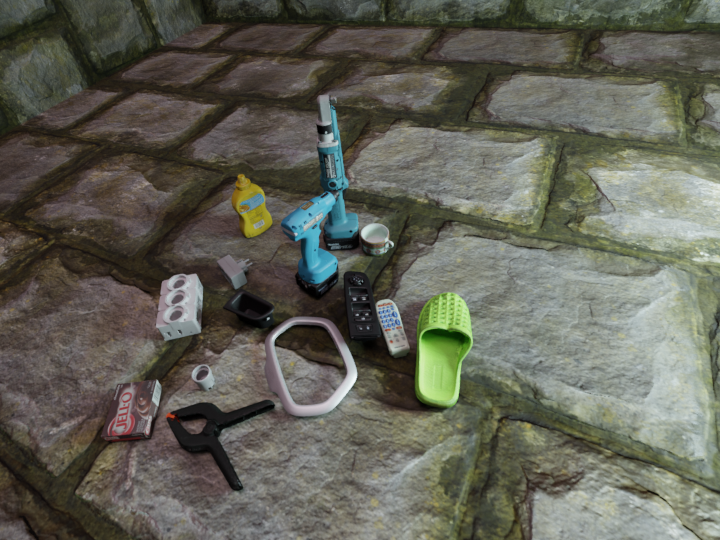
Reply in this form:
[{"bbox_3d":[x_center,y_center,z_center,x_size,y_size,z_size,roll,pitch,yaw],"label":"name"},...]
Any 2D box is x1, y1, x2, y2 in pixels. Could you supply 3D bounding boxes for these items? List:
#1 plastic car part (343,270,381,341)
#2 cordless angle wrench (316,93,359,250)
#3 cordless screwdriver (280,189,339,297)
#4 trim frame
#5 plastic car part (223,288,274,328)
[{"bbox_3d":[0.000,0.083,0.958,0.066,0.064,0.211,-9,46,0],"label":"plastic car part"},{"bbox_3d":[-0.065,-0.222,1.025,0.099,0.407,0.076,-2,45,4],"label":"cordless angle wrench"},{"bbox_3d":[-0.097,-0.064,0.995,0.078,0.239,0.157,29,56,30],"label":"cordless screwdriver"},{"bbox_3d":[-0.114,0.193,0.899,0.182,0.026,0.262,-22,47,-11],"label":"trim frame"},{"bbox_3d":[-0.249,0.101,0.983,0.122,0.068,0.065,20,52,26],"label":"plastic car part"}]
